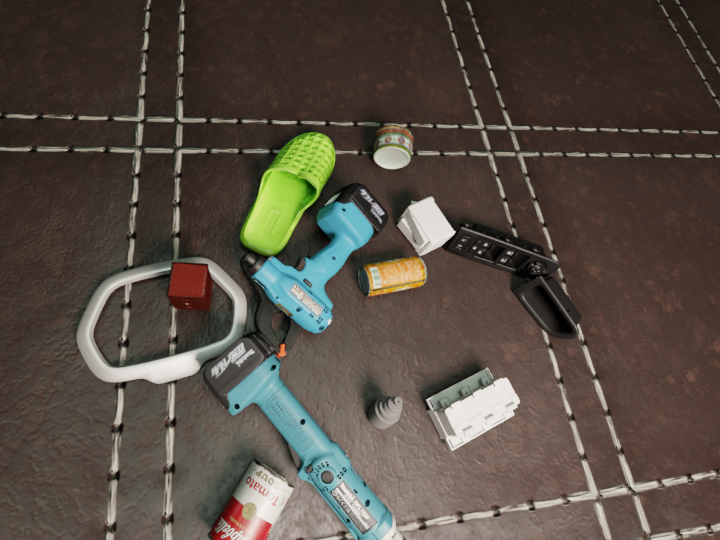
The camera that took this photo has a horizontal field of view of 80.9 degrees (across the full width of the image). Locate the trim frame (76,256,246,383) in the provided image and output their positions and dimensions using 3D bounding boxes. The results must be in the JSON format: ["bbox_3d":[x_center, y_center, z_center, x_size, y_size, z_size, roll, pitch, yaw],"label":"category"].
[{"bbox_3d":[-0.299,0.074,0.648,0.243,0.027,0.190,-14,69,-18],"label":"trim frame"}]

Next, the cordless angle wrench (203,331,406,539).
[{"bbox_3d":[-0.047,0.272,0.580,0.098,0.073,0.429,-41,83,-1],"label":"cordless angle wrench"}]

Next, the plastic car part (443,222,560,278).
[{"bbox_3d":[0.261,-0.039,0.782,0.203,0.065,0.068,22,40,0],"label":"plastic car part"}]

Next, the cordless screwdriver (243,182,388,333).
[{"bbox_3d":[-0.066,-0.043,0.679,0.154,0.077,0.249,42,59,-19],"label":"cordless screwdriver"}]

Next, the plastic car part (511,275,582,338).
[{"bbox_3d":[0.346,0.059,0.756,0.069,0.066,0.119,-29,79,-36],"label":"plastic car part"}]
